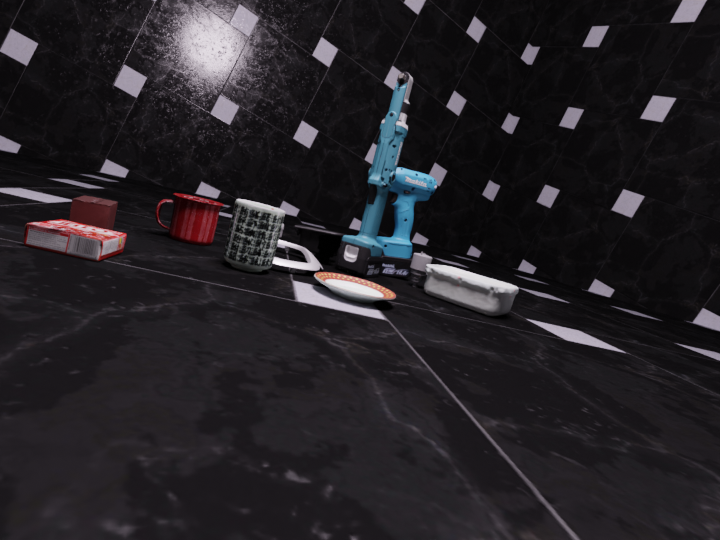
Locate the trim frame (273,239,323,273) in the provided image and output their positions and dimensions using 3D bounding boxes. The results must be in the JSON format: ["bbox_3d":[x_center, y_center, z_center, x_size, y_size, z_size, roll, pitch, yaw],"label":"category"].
[{"bbox_3d":[-0.161,-0.034,0.822,0.180,0.027,0.255,12,8,-14],"label":"trim frame"}]

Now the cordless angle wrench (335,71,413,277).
[{"bbox_3d":[0.044,-0.197,0.883,0.078,0.421,0.094,17,7,28],"label":"cordless angle wrench"}]

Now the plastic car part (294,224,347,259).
[{"bbox_3d":[-0.095,-0.062,0.973,0.118,0.070,0.065,15,7,8],"label":"plastic car part"}]

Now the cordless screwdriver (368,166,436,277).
[{"bbox_3d":[0.070,-0.115,0.979,0.155,0.248,0.076,13,6,-13],"label":"cordless screwdriver"}]
